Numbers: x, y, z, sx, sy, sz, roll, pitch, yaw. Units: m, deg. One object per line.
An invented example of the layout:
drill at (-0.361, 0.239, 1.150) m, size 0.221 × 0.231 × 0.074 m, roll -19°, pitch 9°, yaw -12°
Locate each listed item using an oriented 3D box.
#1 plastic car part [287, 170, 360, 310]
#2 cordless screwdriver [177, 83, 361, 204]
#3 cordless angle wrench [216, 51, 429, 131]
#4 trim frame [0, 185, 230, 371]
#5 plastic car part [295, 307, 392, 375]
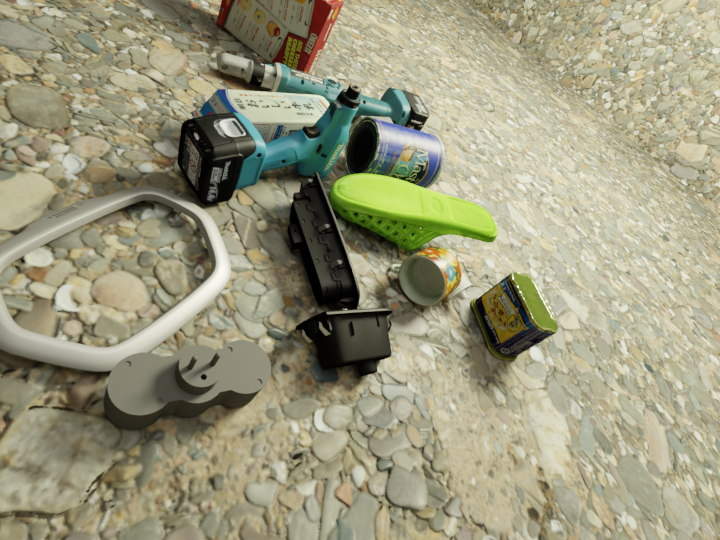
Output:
plastic car part at (-0.053, -0.035, 0.545) m, size 0.065 × 0.066 × 0.212 m, roll -9°, pitch 57°, yaw -28°
cordless screwdriver at (-0.110, -0.177, 0.568) m, size 0.240 × 0.160 × 0.077 m, roll -22°, pitch 69°, yaw -42°
cordless angle wrench at (-0.065, -0.341, 0.816) m, size 0.407 × 0.074 × 0.102 m, roll 6°, pitch 50°, yaw -25°
trim frame at (-0.243, -0.007, 0.427) m, size 0.186 × 0.027 × 0.246 m, roll 39°, pitch 44°, yaw 3°
plastic car part at (-0.004, 0.082, 0.478) m, size 0.111 × 0.067 × 0.073 m, roll 4°, pitch 67°, yaw -35°
